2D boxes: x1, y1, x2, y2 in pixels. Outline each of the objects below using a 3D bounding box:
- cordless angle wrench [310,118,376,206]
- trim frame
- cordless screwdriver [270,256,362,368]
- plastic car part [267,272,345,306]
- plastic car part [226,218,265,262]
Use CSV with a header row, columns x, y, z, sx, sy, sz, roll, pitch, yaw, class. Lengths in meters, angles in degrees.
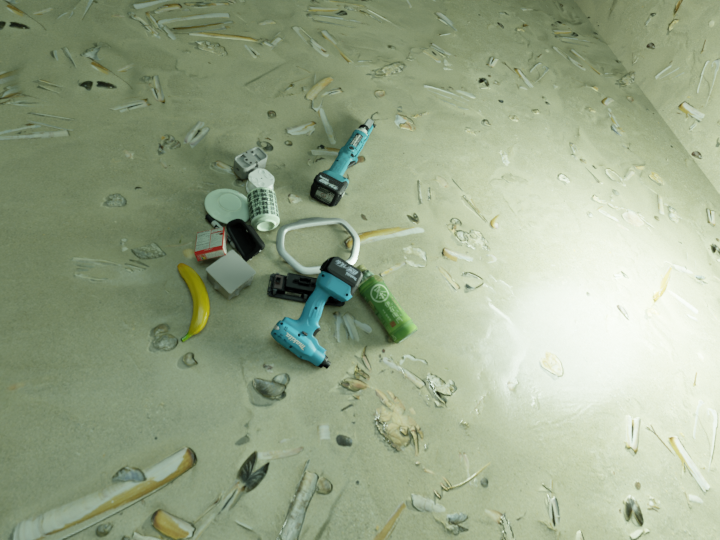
x,y,z,sx,sy,sz,roll,pitch,yaw,class
-0.037,-0.375,1.366,0.098,0.074,0.425,26,53,-2,cordless angle wrench
-0.115,-0.075,1.179,0.242,0.027,0.191,-12,64,-21,trim frame
-0.082,0.099,1.012,0.157,0.075,0.248,37,78,-7,cordless screwdriver
-0.131,0.042,1.081,0.199,0.066,0.068,13,49,-12,plastic car part
-0.292,-0.084,1.108,0.120,0.066,0.068,55,16,17,plastic car part
